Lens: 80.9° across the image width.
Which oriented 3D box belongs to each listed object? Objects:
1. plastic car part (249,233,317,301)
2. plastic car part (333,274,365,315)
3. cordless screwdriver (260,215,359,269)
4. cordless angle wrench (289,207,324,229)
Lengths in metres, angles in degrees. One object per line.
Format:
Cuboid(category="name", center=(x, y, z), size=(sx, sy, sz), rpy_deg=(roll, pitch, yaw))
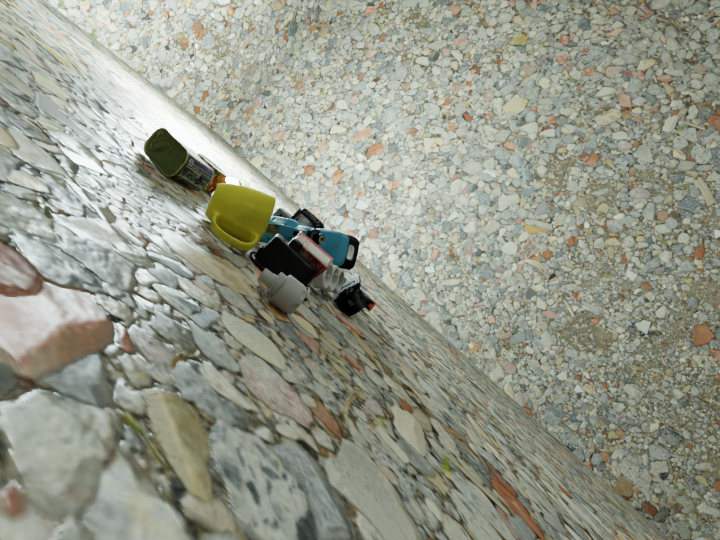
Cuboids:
Cuboid(category="plastic car part", center=(-0.114, -0.014, 0.660), size=(0.120, 0.071, 0.064), rpy_deg=(45, 5, 15))
Cuboid(category="plastic car part", center=(-0.020, 0.058, 0.913), size=(0.202, 0.066, 0.067), rpy_deg=(-59, 126, -87))
Cuboid(category="cordless screwdriver", center=(-0.082, -0.053, 0.835), size=(0.167, 0.074, 0.236), rpy_deg=(12, -2, 34))
Cuboid(category="cordless angle wrench", center=(-0.133, -0.088, 1.284), size=(0.076, 0.098, 0.413), rpy_deg=(42, -1, 9))
